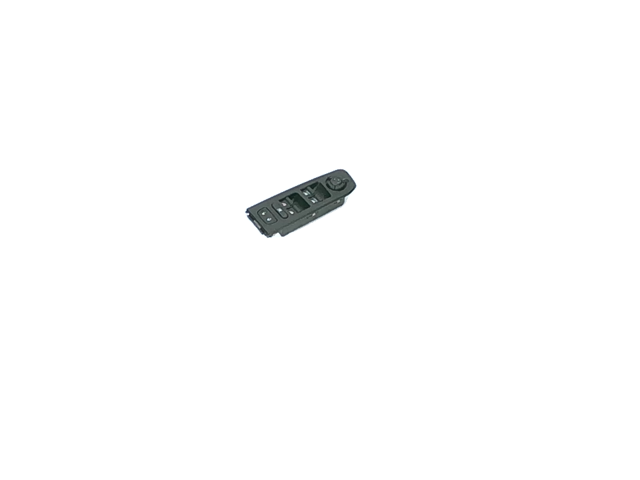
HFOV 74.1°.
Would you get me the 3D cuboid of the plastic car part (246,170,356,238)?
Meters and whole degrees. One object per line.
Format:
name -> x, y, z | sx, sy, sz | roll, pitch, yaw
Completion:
plastic car part -> -0.022, -0.057, 0.733 | 0.202, 0.067, 0.066 | -32, 54, -23
